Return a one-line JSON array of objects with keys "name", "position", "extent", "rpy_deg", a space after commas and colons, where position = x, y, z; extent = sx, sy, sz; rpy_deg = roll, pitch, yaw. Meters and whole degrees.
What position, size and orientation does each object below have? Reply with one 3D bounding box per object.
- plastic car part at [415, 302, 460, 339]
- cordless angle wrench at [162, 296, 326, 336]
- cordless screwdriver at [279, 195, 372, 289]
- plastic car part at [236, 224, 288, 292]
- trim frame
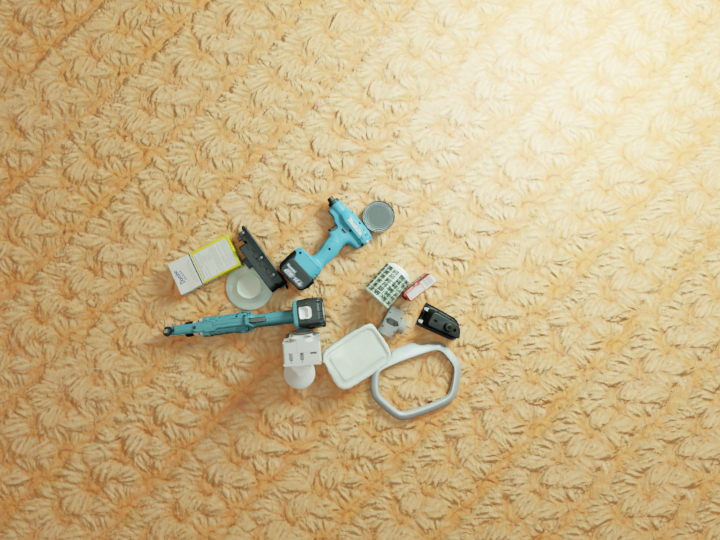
[{"name": "plastic car part", "position": [0.215, 0.141, 1.106], "extent": [0.117, 0.070, 0.066], "rpy_deg": [26, 89, 2]}, {"name": "cordless angle wrench", "position": [-0.304, 0.135, 1.099], "extent": [0.425, 0.096, 0.075], "rpy_deg": [-8, 78, 4]}, {"name": "cordless screwdriver", "position": [-0.109, -0.071, 1.116], "extent": [0.248, 0.074, 0.160], "rpy_deg": [-39, 89, -6]}, {"name": "plastic car part", "position": [-0.262, -0.021, 1.107], "extent": [0.066, 0.067, 0.203], "rpy_deg": [-41, 91, -20]}, {"name": "trim frame", "position": [0.147, 0.288, 1.120], "extent": [0.248, 0.027, 0.184], "rpy_deg": [-21, 88, 0]}]
